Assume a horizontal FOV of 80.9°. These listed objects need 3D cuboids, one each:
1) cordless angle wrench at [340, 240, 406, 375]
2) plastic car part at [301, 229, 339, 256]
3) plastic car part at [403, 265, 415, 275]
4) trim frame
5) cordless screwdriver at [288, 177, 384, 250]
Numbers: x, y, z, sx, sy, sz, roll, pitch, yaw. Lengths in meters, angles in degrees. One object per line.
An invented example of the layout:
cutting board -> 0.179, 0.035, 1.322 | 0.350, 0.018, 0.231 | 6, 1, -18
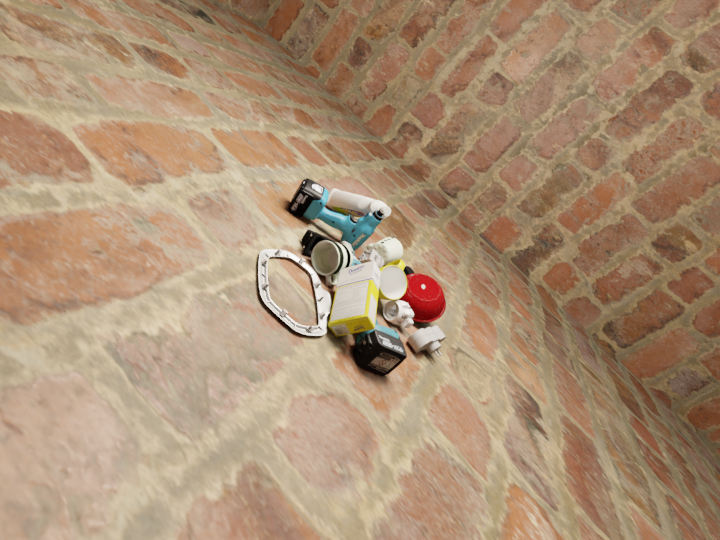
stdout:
cordless angle wrench -> -0.001, 0.055, 1.029 | 0.093, 0.075, 0.441 | 27, 26, -31
plastic car part -> -0.107, -0.070, 1.099 | 0.110, 0.066, 0.075 | 19, 19, -47
plastic car part -> 0.157, 0.058, 1.269 | 0.063, 0.067, 0.213 | 16, 32, -33
trim frame -> -0.139, 0.037, 0.904 | 0.175, 0.028, 0.259 | 28, 26, -29
cordless screwdriver -> -0.067, -0.168, 1.190 | 0.242, 0.160, 0.076 | 34, 34, -15
